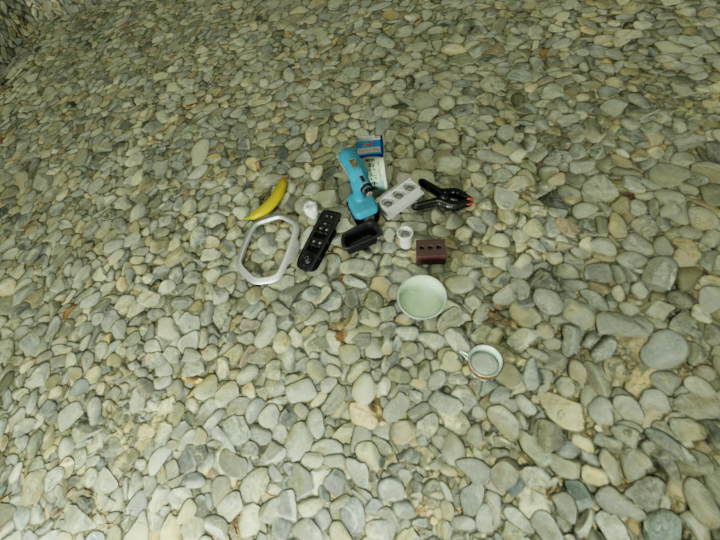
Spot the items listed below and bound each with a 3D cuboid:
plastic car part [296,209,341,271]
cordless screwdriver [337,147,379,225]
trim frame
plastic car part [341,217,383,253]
[{"bbox_3d":[-0.120,-0.078,1.222,0.069,0.064,0.203,18,66,21],"label":"plastic car part"},{"bbox_3d":[0.005,-0.204,1.164,0.074,0.238,0.166,-24,59,-4],"label":"cordless screwdriver"},{"bbox_3d":[-0.275,-0.069,1.277,0.190,0.026,0.252,7,62,17],"label":"trim frame"},{"bbox_3d":[0.001,-0.086,1.195,0.116,0.068,0.069,-27,59,-4],"label":"plastic car part"}]
